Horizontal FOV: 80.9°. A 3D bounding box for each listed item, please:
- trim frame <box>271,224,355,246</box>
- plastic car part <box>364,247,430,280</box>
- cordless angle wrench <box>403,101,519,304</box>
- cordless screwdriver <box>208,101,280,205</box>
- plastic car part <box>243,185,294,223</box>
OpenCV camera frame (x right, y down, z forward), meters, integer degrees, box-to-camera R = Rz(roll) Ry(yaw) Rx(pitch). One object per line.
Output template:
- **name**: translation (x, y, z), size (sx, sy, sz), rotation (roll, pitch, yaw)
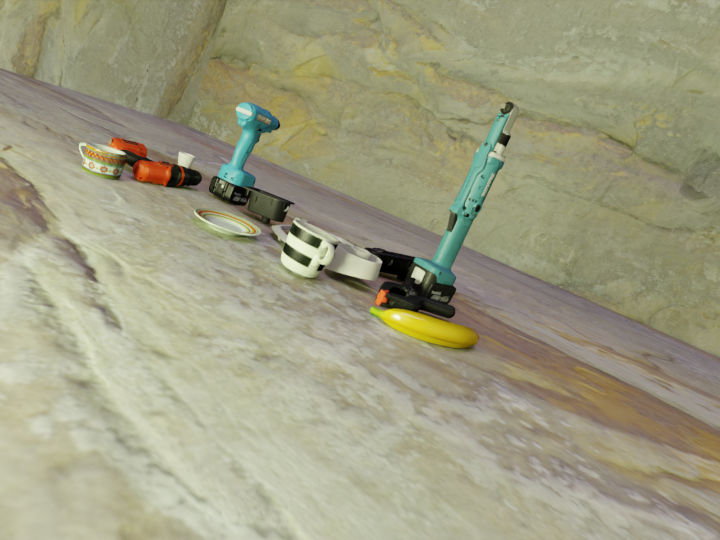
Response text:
- **trim frame**: translation (-0.093, -0.061, 0.947), size (0.193, 0.027, 0.239), rotation (28, 14, 24)
- **plastic car part**: translation (0.092, -0.012, 0.961), size (0.194, 0.067, 0.069), rotation (15, 14, -26)
- **cordless angle wrench**: translation (0.218, -0.134, 0.866), size (0.093, 0.421, 0.079), rotation (13, 15, -39)
- **cordless screwdriver**: translation (-0.288, -0.295, 1.088), size (0.077, 0.247, 0.154), rotation (27, 13, 17)
- **plastic car part**: translation (-0.222, -0.149, 1.002), size (0.121, 0.070, 0.064), rotation (26, 13, 18)
